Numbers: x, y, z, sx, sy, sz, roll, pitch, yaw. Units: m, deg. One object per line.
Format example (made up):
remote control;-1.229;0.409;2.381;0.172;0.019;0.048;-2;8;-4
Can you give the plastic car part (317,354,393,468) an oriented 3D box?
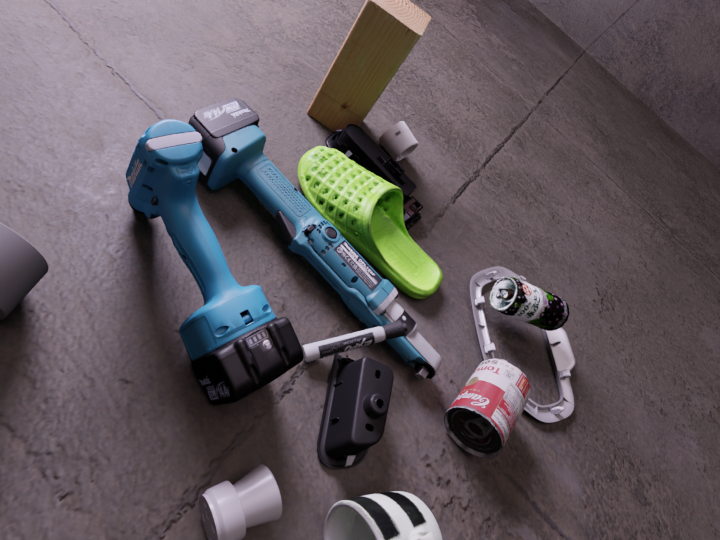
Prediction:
plastic car part;0.003;0.138;0.434;0.064;0.071;0.119;26;46;-14

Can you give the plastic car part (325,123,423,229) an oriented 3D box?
plastic car part;0.025;-0.157;0.670;0.206;0.067;0.065;45;54;8

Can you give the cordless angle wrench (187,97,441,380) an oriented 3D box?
cordless angle wrench;-0.052;-0.034;0.529;0.426;0.075;0.096;47;47;3

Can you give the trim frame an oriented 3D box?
trim frame;0.247;0.098;0.640;0.177;0.028;0.256;17;49;-22

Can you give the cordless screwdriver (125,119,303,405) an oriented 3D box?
cordless screwdriver;-0.160;-0.001;0.411;0.072;0.164;0.249;-23;89;-38
